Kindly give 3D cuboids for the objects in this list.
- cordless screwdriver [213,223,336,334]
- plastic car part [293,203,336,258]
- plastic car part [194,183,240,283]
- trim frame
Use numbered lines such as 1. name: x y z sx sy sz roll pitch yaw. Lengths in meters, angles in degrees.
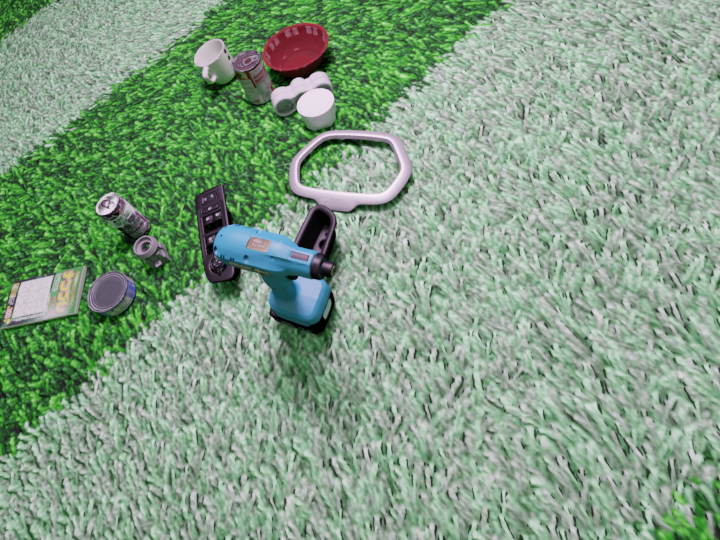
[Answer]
1. cordless screwdriver: -0.089 0.022 0.604 0.165 0.238 0.075 14 68 19
2. plastic car part: -0.072 -0.047 0.733 0.068 0.068 0.117 14 68 20
3. plastic car part: -0.266 -0.061 0.797 0.067 0.064 0.211 -19 60 4
4. trim frame: -0.025 -0.199 0.822 0.257 0.026 0.186 9 66 20
